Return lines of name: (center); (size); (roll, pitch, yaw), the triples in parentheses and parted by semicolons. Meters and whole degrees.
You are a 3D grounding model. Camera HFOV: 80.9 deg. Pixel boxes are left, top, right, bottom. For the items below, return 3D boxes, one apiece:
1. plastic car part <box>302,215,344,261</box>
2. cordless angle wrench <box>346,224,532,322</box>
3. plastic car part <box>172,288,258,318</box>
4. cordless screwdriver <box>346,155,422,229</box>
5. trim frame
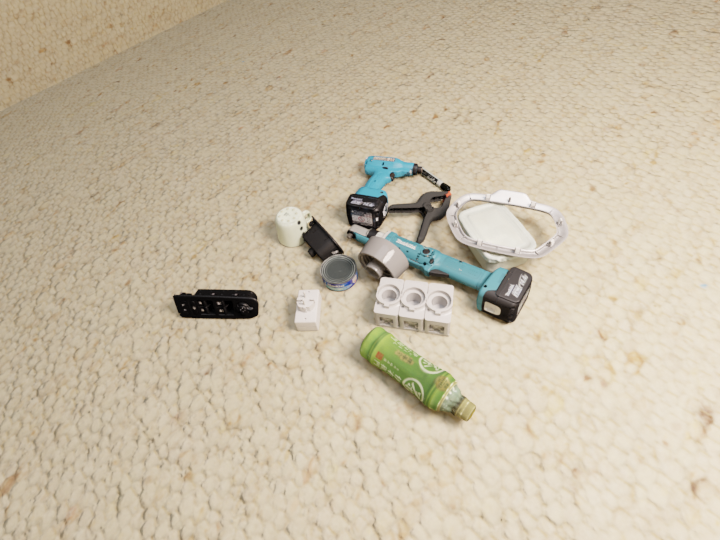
plastic car part: (-0.102, -0.067, 1.040); (0.071, 0.062, 0.123); (-38, 56, -1)
cordless angle wrench: (0.147, -0.023, 0.941); (0.445, 0.071, 0.097); (25, 59, 31)
plastic car part: (-0.321, 0.074, 0.972); (0.208, 0.064, 0.067); (2, 26, 15)
cordless screwdriver: (0.063, -0.215, 1.114); (0.164, 0.071, 0.251); (9, 50, 18)
trim frame: (0.315, -0.108, 0.922); (0.259, 0.026, 0.184); (13, 54, 23)
